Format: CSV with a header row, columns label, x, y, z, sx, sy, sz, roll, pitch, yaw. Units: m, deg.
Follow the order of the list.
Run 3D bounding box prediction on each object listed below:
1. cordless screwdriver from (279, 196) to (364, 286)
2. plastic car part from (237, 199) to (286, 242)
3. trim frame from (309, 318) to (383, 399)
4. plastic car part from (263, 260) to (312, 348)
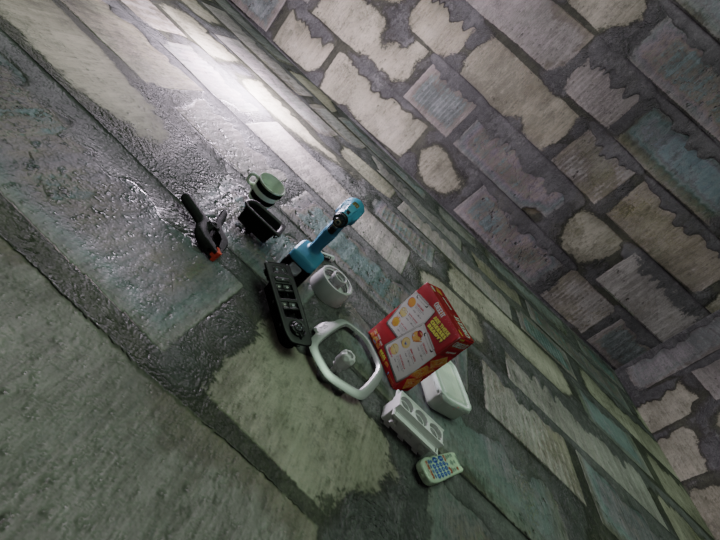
label,x,y,z,sx,sy,sz,roll,pitch,yaw
cordless screwdriver,-0.095,-0.062,0.974,0.074,0.251,0.158,44,24,-4
plastic car part,-0.251,-0.114,1.038,0.115,0.071,0.066,40,24,-9
trim frame,-0.030,0.188,0.940,0.188,0.028,0.242,47,24,9
plastic car part,-0.160,0.076,0.870,0.063,0.067,0.213,18,34,-46
